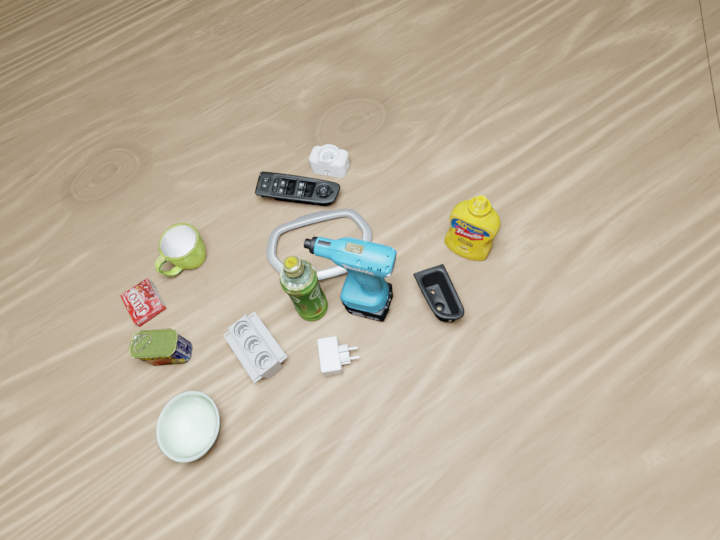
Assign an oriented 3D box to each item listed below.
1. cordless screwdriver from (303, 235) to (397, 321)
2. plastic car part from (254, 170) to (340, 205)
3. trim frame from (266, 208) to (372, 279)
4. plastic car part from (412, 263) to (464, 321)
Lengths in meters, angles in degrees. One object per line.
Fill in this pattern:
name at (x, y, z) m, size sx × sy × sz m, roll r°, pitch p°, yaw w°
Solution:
cordless screwdriver at (-0.014, 0.012, 0.801) m, size 0.163 × 0.240 × 0.075 m, roll 15°, pitch 67°, yaw 13°
plastic car part at (-0.150, -0.189, 1.026) m, size 0.208 × 0.064 × 0.067 m, roll 7°, pitch 65°, yaw 12°
trim frame at (-0.095, -0.062, 0.973) m, size 0.249 × 0.026 × 0.191 m, roll -17°, pitch 62°, yaw 1°
plastic car part at (0.157, 0.057, 0.846) m, size 0.066 × 0.068 × 0.121 m, roll -19°, pitch 62°, yaw -3°
